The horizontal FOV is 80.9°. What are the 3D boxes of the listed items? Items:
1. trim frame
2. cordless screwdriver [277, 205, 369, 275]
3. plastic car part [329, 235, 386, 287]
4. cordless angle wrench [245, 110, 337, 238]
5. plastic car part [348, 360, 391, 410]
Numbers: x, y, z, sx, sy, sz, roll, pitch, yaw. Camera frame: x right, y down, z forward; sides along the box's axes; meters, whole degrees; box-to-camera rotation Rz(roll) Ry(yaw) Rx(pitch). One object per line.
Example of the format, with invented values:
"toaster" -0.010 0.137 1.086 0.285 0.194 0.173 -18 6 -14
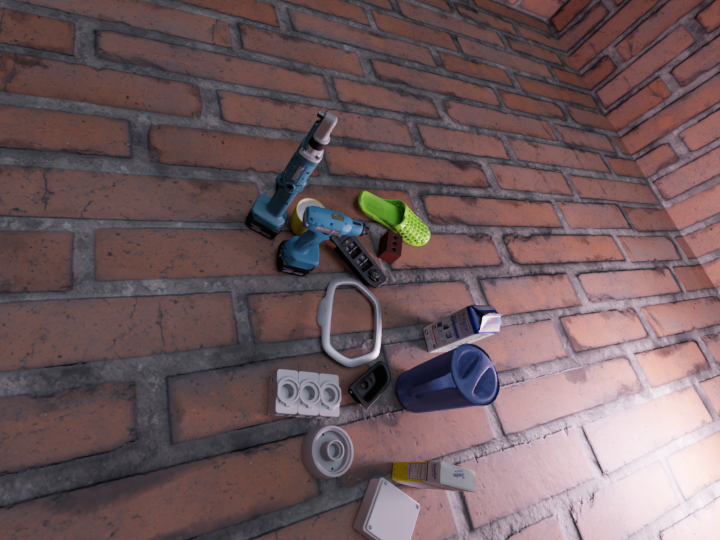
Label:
"trim frame" -0.026 0.130 1.104 0.178 0.028 0.254 18 56 -19
"cordless screwdriver" -0.101 -0.066 1.035 0.153 0.252 0.076 13 60 -25
"plastic car part" -0.014 -0.029 1.178 0.204 0.068 0.065 48 51 3
"cordless angle wrench" -0.157 -0.211 0.977 0.095 0.428 0.075 31 54 -15
"plastic car part" 0.016 0.275 1.014 0.114 0.072 0.067 -35 85 -38
